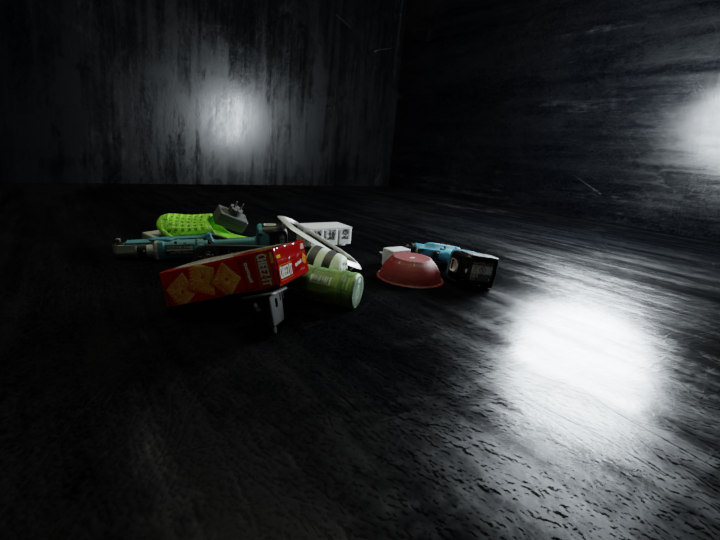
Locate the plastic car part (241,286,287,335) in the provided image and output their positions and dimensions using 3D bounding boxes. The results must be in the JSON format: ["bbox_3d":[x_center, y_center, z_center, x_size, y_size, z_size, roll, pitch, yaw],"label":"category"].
[{"bbox_3d":[-0.150,0.066,0.676,0.066,0.071,0.117,-13,4,-2],"label":"plastic car part"}]

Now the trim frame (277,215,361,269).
[{"bbox_3d":[-0.103,-0.068,1.058,0.246,0.027,0.186,30,8,-6],"label":"trim frame"}]

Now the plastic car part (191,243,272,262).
[{"bbox_3d":[-0.293,-0.029,0.999,0.200,0.066,0.068,2,5,-9],"label":"plastic car part"}]

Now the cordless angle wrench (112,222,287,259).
[{"bbox_3d":[-0.396,-0.061,1.061,0.417,0.096,0.076,-3,15,-9],"label":"cordless angle wrench"}]

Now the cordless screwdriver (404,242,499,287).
[{"bbox_3d":[0.223,-0.029,1.077,0.156,0.074,0.256,8,11,-14],"label":"cordless screwdriver"}]
